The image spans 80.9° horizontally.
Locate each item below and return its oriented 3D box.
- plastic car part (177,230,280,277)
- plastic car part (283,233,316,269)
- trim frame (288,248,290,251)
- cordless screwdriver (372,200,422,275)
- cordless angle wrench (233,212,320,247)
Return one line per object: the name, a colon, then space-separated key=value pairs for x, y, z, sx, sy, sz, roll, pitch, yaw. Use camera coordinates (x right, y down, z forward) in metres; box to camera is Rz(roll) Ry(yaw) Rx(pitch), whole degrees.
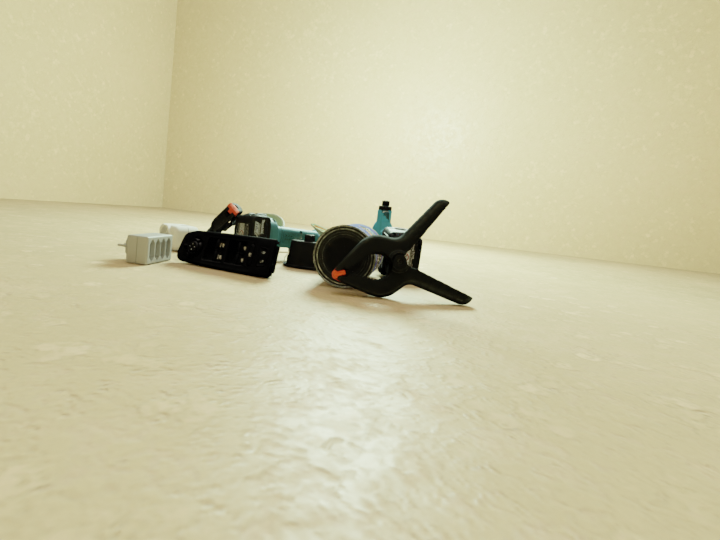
plastic car part: x=-0.231 y=-0.031 z=0.750 sx=0.210 sy=0.066 sz=0.065 roll=9 pitch=-3 yaw=18
plastic car part: x=-0.099 y=-0.037 z=0.864 sx=0.118 sy=0.070 sz=0.065 roll=10 pitch=5 yaw=6
trim frame: x=-0.269 y=-0.074 z=1.170 sx=0.237 sy=0.027 sz=0.194 roll=-3 pitch=13 yaw=-42
cordless screwdriver: x=0.068 y=-0.074 z=0.941 sx=0.073 sy=0.158 sz=0.253 roll=6 pitch=9 yaw=-9
cordless angle wrench: x=-0.099 y=-0.065 z=1.011 sx=0.402 sy=0.098 sz=0.078 roll=4 pitch=3 yaw=-43
